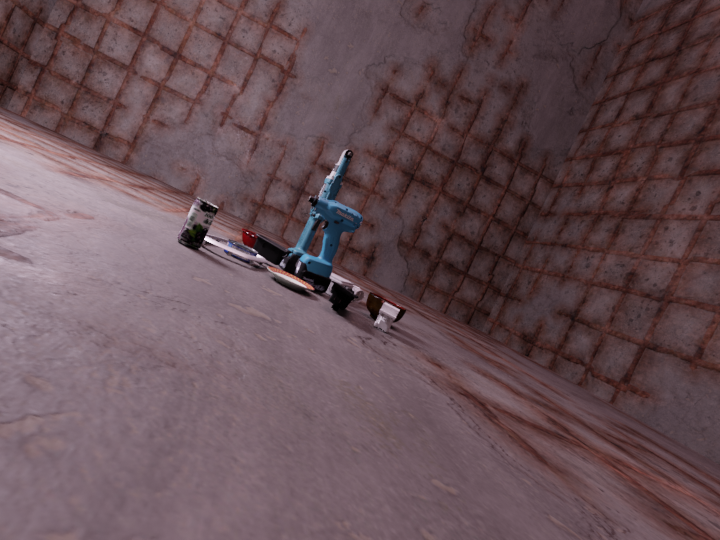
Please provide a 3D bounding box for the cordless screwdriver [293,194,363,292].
[{"bbox_3d":[-0.113,-0.074,1.157,0.155,0.248,0.076,25,1,-15],"label":"cordless screwdriver"}]

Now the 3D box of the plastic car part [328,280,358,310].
[{"bbox_3d":[-0.042,0.066,1.026,0.067,0.067,0.200,26,2,4],"label":"plastic car part"}]

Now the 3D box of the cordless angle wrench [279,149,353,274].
[{"bbox_3d":[-0.127,-0.183,1.318,0.071,0.422,0.102,25,1,-26],"label":"cordless angle wrench"}]

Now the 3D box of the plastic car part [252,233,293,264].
[{"bbox_3d":[-0.270,-0.054,1.251,0.119,0.071,0.064,26,2,12],"label":"plastic car part"}]

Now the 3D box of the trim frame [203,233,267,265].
[{"bbox_3d":[-0.338,-0.057,1.109,0.187,0.027,0.244,26,2,7],"label":"trim frame"}]
